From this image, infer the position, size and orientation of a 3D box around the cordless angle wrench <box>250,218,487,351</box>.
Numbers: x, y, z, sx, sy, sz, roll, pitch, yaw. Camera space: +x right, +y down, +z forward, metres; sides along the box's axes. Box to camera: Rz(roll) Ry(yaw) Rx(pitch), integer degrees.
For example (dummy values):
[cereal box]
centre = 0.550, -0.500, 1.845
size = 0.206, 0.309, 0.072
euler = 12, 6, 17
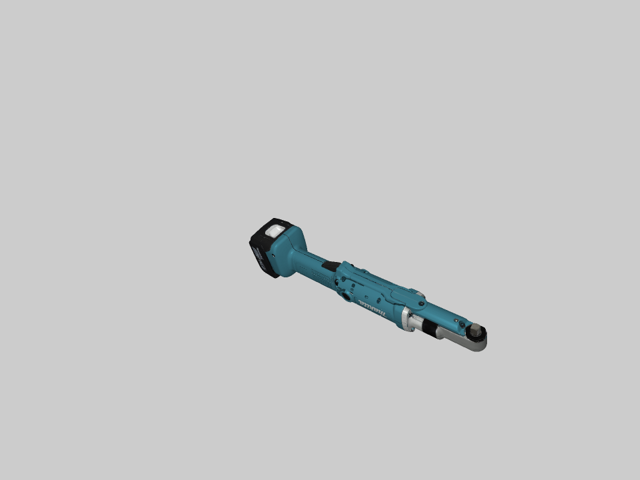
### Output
[cordless angle wrench]
centre = 0.054, 0.069, 0.664
size = 0.423, 0.098, 0.074
euler = 22, 54, 38
